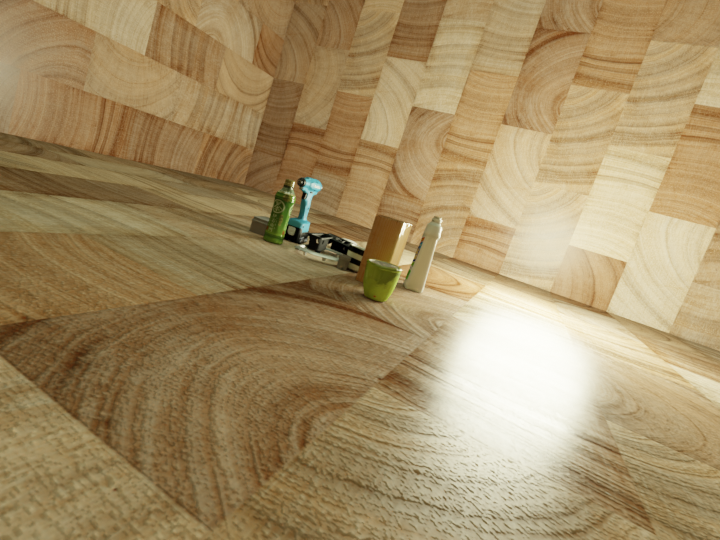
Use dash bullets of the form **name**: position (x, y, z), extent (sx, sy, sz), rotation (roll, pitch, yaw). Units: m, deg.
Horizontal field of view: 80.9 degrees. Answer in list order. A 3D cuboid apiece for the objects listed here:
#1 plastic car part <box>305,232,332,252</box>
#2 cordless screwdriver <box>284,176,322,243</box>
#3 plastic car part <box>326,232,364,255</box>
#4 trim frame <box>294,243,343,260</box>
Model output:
- **plastic car part**: position (-0.147, -0.096, 1.507), extent (0.069, 0.070, 0.112), rotation (21, 10, 22)
- **cordless screwdriver**: position (-0.223, -0.226, 1.573), extent (0.077, 0.247, 0.154), rotation (21, 9, 16)
- **plastic car part**: position (-0.049, -0.079, 1.591), extent (0.210, 0.067, 0.064), rotation (21, 9, 19)
- **trim frame**: position (-0.135, -0.061, 1.459), extent (0.189, 0.027, 0.244), rotation (19, 10, 11)
